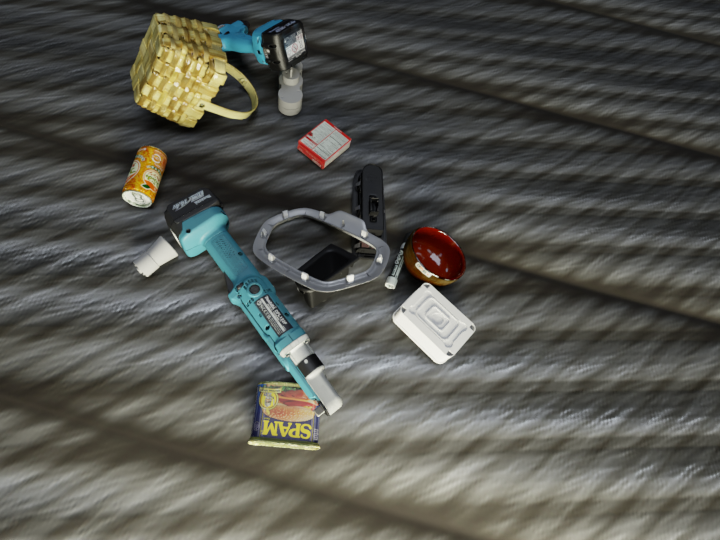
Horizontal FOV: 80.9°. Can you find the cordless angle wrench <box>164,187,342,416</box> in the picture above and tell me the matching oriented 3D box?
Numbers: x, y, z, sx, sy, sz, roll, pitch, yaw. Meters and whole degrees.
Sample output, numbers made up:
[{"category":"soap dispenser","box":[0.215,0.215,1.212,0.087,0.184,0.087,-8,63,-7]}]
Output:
[{"category":"cordless angle wrench","box":[-0.168,0.040,0.667,0.096,0.072,0.440,-33,66,-21]}]

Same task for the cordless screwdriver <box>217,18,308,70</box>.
[{"category":"cordless screwdriver","box":[-0.224,-0.504,0.919,0.261,0.071,0.158,19,54,28]}]

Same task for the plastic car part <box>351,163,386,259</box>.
[{"category":"plastic car part","box":[0.017,-0.123,0.803,0.066,0.065,0.208,0,61,-2]}]

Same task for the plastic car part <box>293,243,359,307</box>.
[{"category":"plastic car part","box":[-0.062,0.018,0.715,0.069,0.068,0.115,26,51,33]}]

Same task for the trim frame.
[{"category":"trim frame","box":[-0.071,-0.046,0.722,0.262,0.026,0.181,26,48,31]}]
